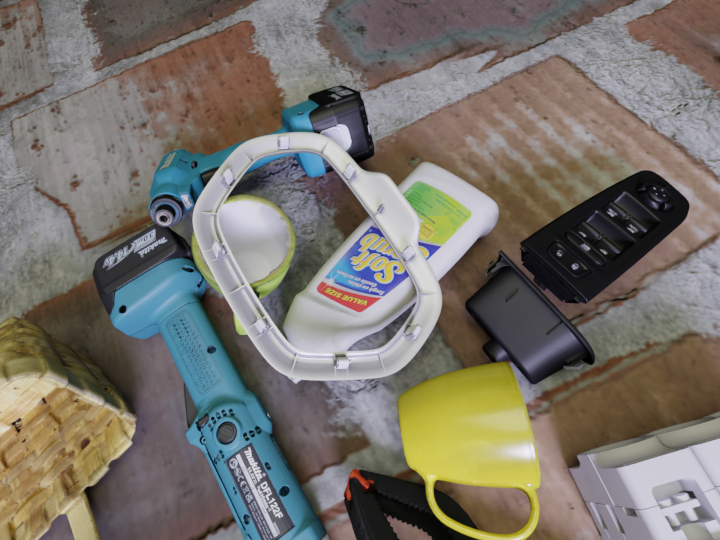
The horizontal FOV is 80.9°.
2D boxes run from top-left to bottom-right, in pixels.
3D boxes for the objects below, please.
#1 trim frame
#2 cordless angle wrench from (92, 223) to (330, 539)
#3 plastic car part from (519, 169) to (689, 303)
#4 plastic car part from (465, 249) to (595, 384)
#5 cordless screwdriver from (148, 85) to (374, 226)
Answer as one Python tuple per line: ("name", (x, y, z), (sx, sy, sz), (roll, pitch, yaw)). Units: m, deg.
("trim frame", (-0.036, -0.024, 0.370), (0.181, 0.027, 0.256), (-29, 73, -19))
("cordless angle wrench", (-0.110, 0.141, 0.365), (0.097, 0.072, 0.441), (-34, 66, -9))
("plastic car part", (0.226, -0.029, 0.389), (0.199, 0.065, 0.070), (-31, 59, -21))
("plastic car part", (0.140, 0.051, 0.382), (0.071, 0.063, 0.121), (-36, 67, 5))
("cordless screwdriver", (-0.110, -0.122, 0.464), (0.249, 0.071, 0.166), (-19, 33, -1))
